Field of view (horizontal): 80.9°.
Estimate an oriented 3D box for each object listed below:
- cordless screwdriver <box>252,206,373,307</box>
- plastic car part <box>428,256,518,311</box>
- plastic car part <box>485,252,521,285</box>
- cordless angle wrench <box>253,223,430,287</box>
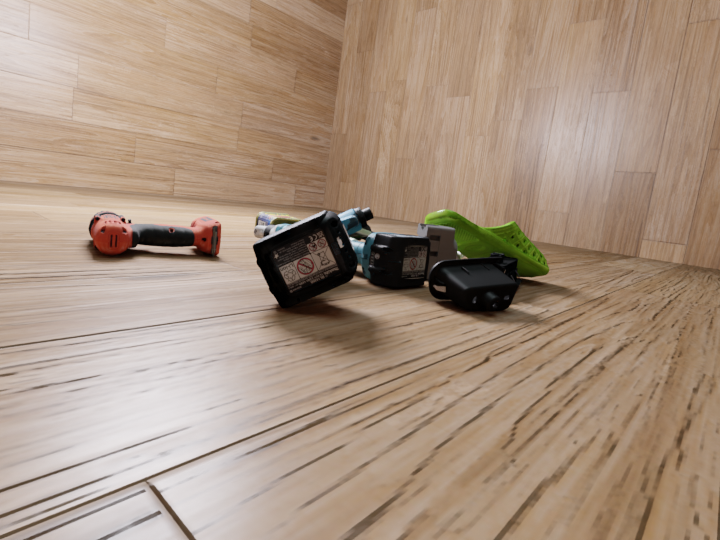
[{"bbox_3d":[-0.045,-0.038,0.530,0.159,0.073,0.252,-24,10,-1],"label":"cordless screwdriver"},{"bbox_3d":[0.150,0.025,0.535,0.112,0.065,0.075,-3,26,-32],"label":"plastic car part"},{"bbox_3d":[0.221,0.004,0.692,0.069,0.067,0.194,3,4,29],"label":"plastic car part"},{"bbox_3d":[-0.075,-0.049,0.764,0.093,0.074,0.446,-1,10,-43],"label":"cordless angle wrench"}]
